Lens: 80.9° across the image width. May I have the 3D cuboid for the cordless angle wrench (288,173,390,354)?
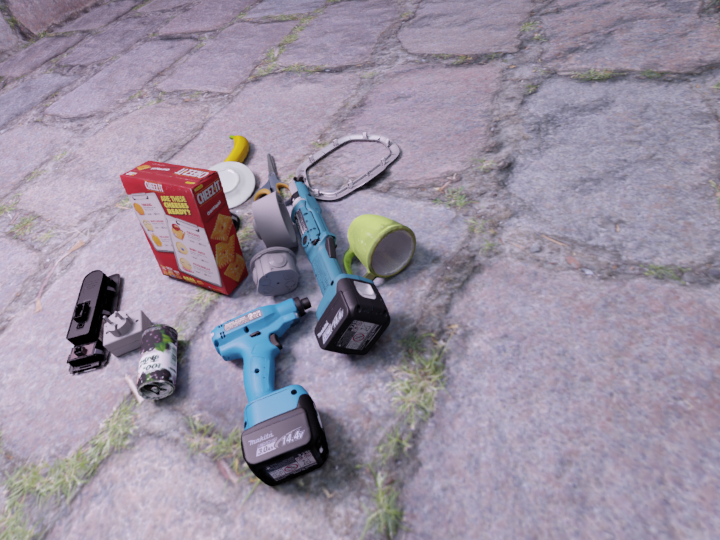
[{"bbox_3d":[-0.072,-0.047,0.732,0.071,0.098,0.444,14,32,-31],"label":"cordless angle wrench"}]

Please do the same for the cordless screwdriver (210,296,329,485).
[{"bbox_3d":[-0.109,0.142,0.585,0.158,0.071,0.262,-25,44,-9],"label":"cordless screwdriver"}]

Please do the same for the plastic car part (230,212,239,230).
[{"bbox_3d":[-0.308,-0.120,0.868,0.121,0.068,0.066,7,52,23],"label":"plastic car part"}]

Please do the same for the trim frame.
[{"bbox_3d":[-0.031,-0.236,0.926,0.245,0.026,0.195,-38,52,-20],"label":"trim frame"}]

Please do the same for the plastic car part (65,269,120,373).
[{"bbox_3d":[-0.478,0.075,0.749,0.067,0.064,0.212,-21,45,3],"label":"plastic car part"}]
